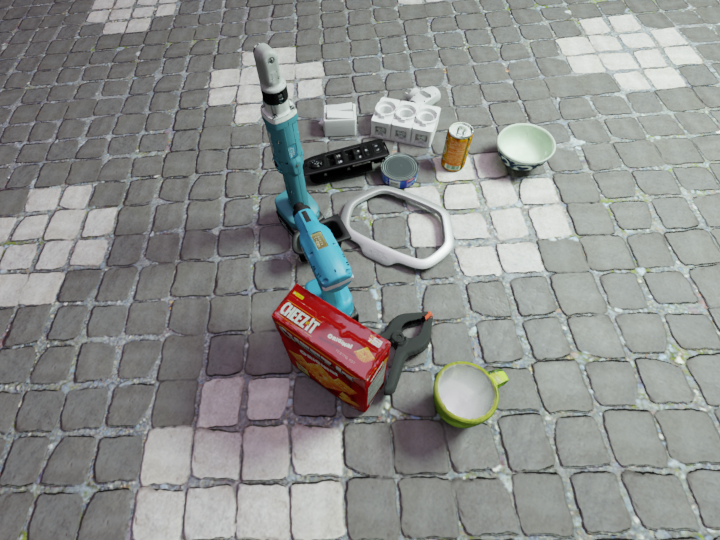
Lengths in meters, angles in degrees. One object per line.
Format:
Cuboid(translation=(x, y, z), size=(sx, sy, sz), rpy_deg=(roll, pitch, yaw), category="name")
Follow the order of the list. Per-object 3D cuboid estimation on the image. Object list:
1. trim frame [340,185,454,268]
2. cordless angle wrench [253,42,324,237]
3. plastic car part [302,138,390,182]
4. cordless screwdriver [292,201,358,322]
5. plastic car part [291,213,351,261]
Cuboid(translation=(0.075, -0.094, 0.896), size=(0.258, 0.026, 0.184), rpy_deg=(25, 64, 19), category="trim frame")
Cuboid(translation=(-0.131, -0.204, 0.758), size=(0.073, 0.409, 0.102), rpy_deg=(-33, 65, -17), category="cordless angle wrench")
Cuboid(translation=(-0.039, -0.247, 0.977), size=(0.202, 0.065, 0.069), rpy_deg=(-12, 59, -2), category="plastic car part")
Cuboid(translation=(-0.065, 0.005, 0.723), size=(0.073, 0.241, 0.166), rpy_deg=(-22, 61, -12), category="cordless screwdriver")
Cuboid(translation=(-0.084, -0.055, 0.863), size=(0.115, 0.068, 0.069), rpy_deg=(-23, 61, -10), category="plastic car part")
